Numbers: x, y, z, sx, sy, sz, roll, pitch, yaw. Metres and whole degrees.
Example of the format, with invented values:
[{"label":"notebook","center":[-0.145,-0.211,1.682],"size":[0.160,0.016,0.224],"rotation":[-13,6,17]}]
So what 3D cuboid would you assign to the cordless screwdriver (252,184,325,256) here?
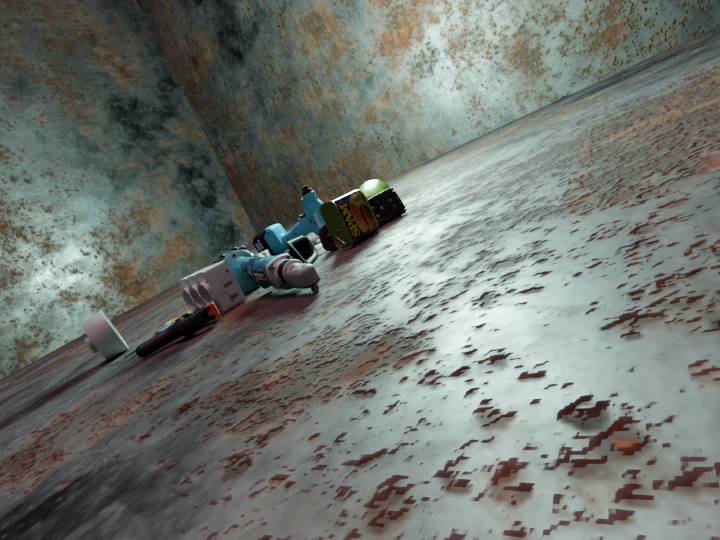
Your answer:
[{"label":"cordless screwdriver","center":[-0.206,-0.132,1.238],"size":[0.255,0.157,0.073],"rotation":[-24,8,26]}]

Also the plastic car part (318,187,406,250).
[{"label":"plastic car part","center":[-0.005,-0.107,0.930],"size":[0.200,0.066,0.068],"rotation":[-29,0,-14]}]

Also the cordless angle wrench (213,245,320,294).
[{"label":"cordless angle wrench","center":[-0.179,0.002,0.779],"size":[0.073,0.096,0.440],"rotation":[-34,17,-25]}]

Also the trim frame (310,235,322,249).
[{"label":"trim frame","center":[-0.104,-0.068,1.065],"size":[0.180,0.027,0.258],"rotation":[-32,15,-30]}]

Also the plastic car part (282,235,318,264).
[{"label":"plastic car part","center":[-0.139,-0.027,0.900],"size":[0.071,0.066,0.116],"rotation":[-39,4,14]}]
